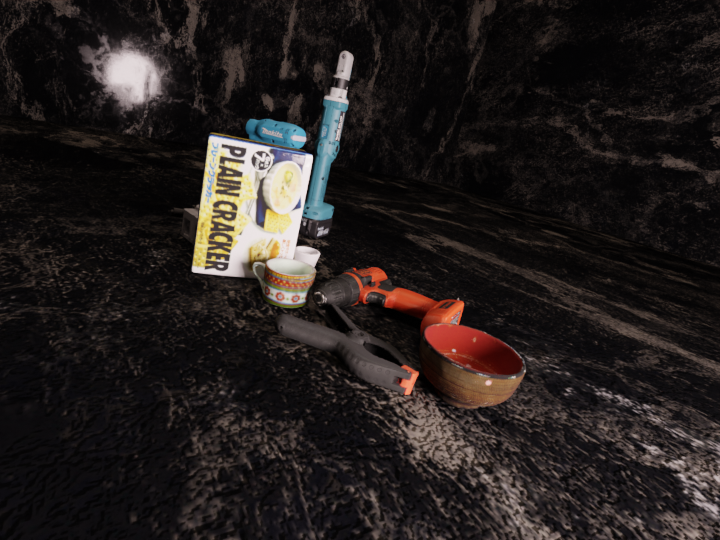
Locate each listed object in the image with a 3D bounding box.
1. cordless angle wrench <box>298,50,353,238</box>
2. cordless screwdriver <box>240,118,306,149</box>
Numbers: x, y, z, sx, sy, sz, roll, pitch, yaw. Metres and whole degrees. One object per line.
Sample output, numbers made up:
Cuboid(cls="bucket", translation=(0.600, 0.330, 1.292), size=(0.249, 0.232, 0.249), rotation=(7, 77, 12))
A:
Cuboid(cls="cordless angle wrench", translation=(-0.078, -0.288, 0.989), size=(0.077, 0.418, 0.095), rotation=(19, 17, 20))
Cuboid(cls="cordless screwdriver", translation=(-0.214, -0.205, 0.928), size=(0.167, 0.246, 0.072), rotation=(21, 18, 26))
